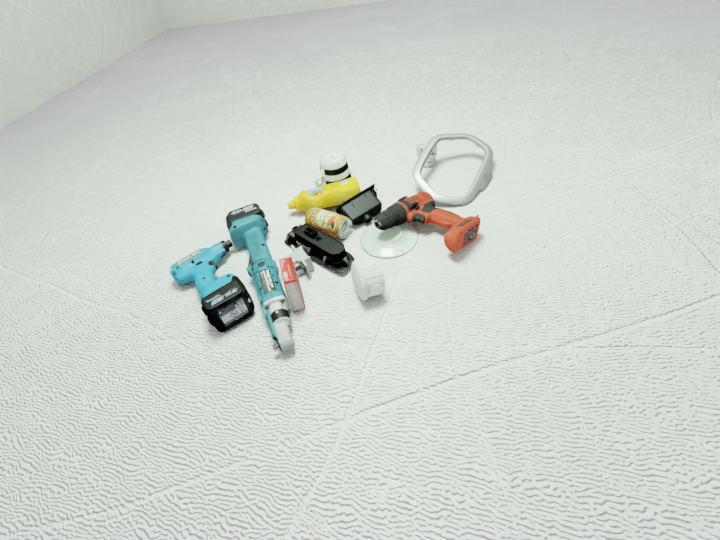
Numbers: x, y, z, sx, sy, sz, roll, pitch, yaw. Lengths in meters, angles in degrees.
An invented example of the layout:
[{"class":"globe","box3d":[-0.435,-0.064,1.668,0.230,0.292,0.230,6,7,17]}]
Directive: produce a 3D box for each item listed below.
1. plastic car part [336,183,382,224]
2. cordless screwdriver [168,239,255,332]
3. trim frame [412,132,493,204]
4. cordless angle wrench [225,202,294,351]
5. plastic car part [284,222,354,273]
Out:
[{"class":"plastic car part","box3d":[0.006,-0.149,1.038,0.115,0.064,0.074,-34,61,-16]},{"class":"cordless screwdriver","box3d":[-0.314,0.017,0.943,0.157,0.071,0.263,-35,44,-21]},{"class":"trim frame","box3d":[0.238,-0.262,1.072,0.190,0.027,0.249,23,62,15]},{"class":"cordless angle wrench","box3d":[-0.213,0.004,0.932,0.097,0.071,0.445,-22,46,-9]},{"class":"plastic car part","box3d":[-0.095,-0.062,0.974,0.065,0.065,0.214,-33,48,-30]}]
